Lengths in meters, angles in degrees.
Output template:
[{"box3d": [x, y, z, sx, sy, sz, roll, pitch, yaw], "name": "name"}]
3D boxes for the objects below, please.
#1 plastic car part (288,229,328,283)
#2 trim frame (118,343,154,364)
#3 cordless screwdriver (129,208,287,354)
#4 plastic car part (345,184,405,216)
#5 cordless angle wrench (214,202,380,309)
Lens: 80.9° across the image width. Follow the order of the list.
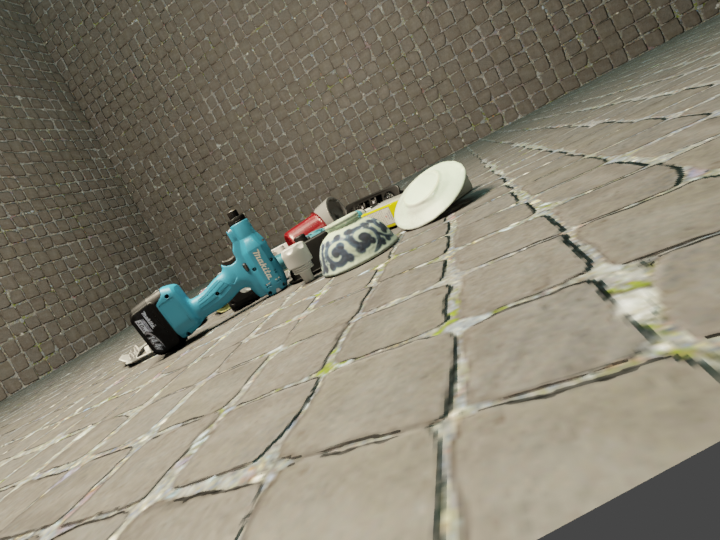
[{"box3d": [-0.083, -0.032, 0.725, 0.115, 0.070, 0.067, -26, 5, -8], "name": "plastic car part"}, {"box3d": [-0.410, 0.138, 0.884, 0.181, 0.027, 0.256, -33, 13, -19], "name": "trim frame"}, {"box3d": [-0.264, 0.018, 0.712, 0.247, 0.158, 0.076, -31, 6, -9], "name": "cordless screwdriver"}, {"box3d": [0.046, -0.159, 1.062, 0.064, 0.067, 0.209, -2, -8, -33], "name": "plastic car part"}, {"box3d": [-0.083, -0.054, 0.851, 0.417, 0.074, 0.100, -29, 8, -16], "name": "cordless angle wrench"}]
